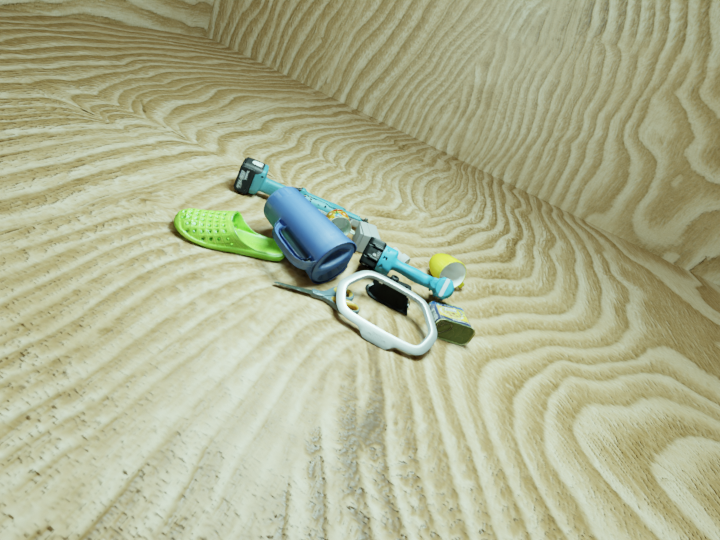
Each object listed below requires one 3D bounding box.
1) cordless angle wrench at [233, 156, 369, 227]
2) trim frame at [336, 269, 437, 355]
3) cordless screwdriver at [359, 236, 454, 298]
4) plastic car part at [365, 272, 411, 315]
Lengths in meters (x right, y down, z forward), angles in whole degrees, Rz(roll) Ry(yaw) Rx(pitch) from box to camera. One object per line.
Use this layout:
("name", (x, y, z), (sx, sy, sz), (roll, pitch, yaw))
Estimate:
("cordless angle wrench", (-0.169, -0.212, 1.280), (0.414, 0.097, 0.076), (22, 29, -12))
("trim frame", (0.059, 0.091, 0.948), (0.250, 0.027, 0.184), (29, 45, 2))
("cordless screwdriver", (0.122, 0.005, 1.117), (0.256, 0.074, 0.155), (28, -4, 13))
("plastic car part", (0.078, 0.046, 1.039), (0.117, 0.070, 0.066), (28, 28, 0))
